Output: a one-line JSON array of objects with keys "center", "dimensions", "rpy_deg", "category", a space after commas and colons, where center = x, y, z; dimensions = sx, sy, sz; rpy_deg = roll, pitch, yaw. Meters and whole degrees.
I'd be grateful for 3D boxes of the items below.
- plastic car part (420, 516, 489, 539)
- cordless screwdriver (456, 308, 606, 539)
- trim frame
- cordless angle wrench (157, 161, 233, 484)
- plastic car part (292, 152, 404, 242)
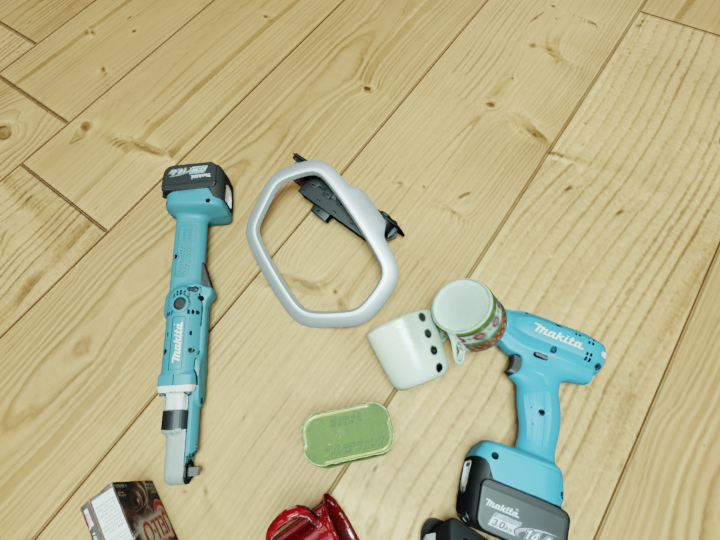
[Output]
[{"center": [0.119, 0.291, 0.412], "dimensions": [0.120, 0.070, 0.065], "rpy_deg": [32, 44, 15], "category": "plastic car part"}, {"center": [0.167, 0.159, 0.478], "dimensions": [0.164, 0.072, 0.250], "rpy_deg": [20, 65, 14], "category": "cordless screwdriver"}, {"center": [-0.057, -0.037, 0.585], "dimensions": [0.185, 0.026, 0.256], "rpy_deg": [-36, 73, 11], "category": "trim frame"}, {"center": [-0.233, 0.050, 0.575], "dimensions": [0.098, 0.072, 0.434], "rpy_deg": [-6, 67, 2], "category": "cordless angle wrench"}, {"center": [-0.029, -0.097, 0.625], "dimensions": [0.210, 0.064, 0.067], "rpy_deg": [33, 81, 19], "category": "plastic car part"}]
